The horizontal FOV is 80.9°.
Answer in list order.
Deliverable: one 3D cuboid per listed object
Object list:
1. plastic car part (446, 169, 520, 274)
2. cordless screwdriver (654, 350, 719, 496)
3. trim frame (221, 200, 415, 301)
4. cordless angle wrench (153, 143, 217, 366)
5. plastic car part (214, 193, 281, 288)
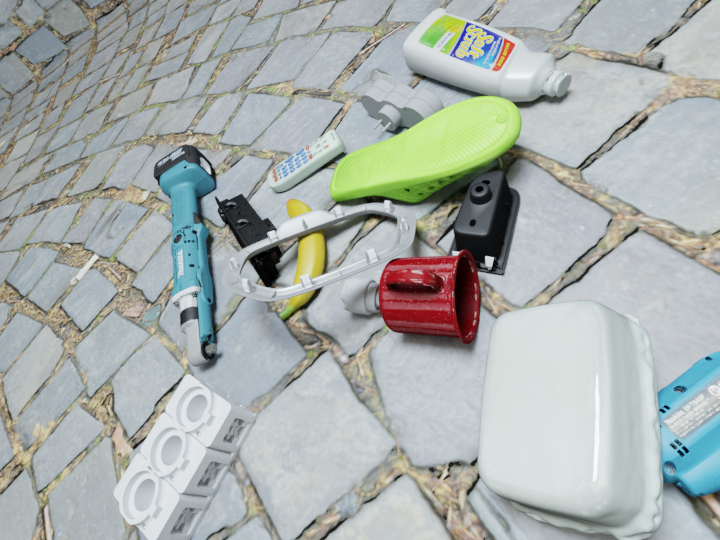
[{"bbox_3d":[0.137,-0.064,0.476,0.069,0.067,0.117,11,69,31],"label":"plastic car part"},{"bbox_3d":[0.320,0.149,0.241,0.159,0.070,0.263,-40,47,0],"label":"cordless screwdriver"},{"bbox_3d":[-0.050,-0.033,0.513,0.246,0.026,0.193,-23,29,-8],"label":"trim frame"},{"bbox_3d":[-0.279,-0.041,0.692,0.099,0.070,0.442,-28,53,10],"label":"cordless angle wrench"},{"bbox_3d":[-0.171,-0.064,0.649,0.066,0.063,0.215,-38,49,-11],"label":"plastic car part"}]
